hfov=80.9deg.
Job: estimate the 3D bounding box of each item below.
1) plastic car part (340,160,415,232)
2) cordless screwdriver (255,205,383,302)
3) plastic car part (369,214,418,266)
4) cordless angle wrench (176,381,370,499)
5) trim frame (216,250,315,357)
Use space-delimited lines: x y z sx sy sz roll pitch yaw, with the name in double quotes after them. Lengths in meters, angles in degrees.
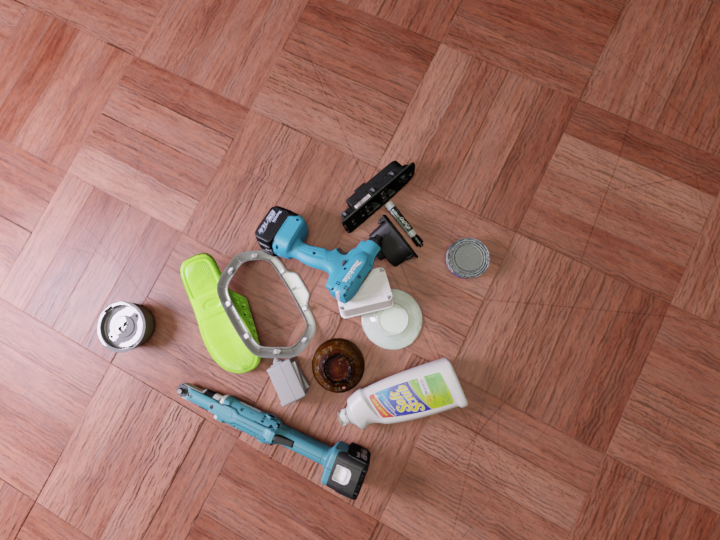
0.033 -0.171 0.927 0.203 0.063 0.070 -37 58 0 "plastic car part"
-0.087 -0.057 0.887 0.258 0.072 0.159 30 71 18 "cordless screwdriver"
0.062 -0.056 0.910 0.072 0.065 0.118 -35 85 14 "plastic car part"
-0.191 0.326 0.868 0.432 0.095 0.074 21 85 11 "cordless angle wrench"
-0.193 0.067 0.890 0.179 0.028 0.253 -26 78 -36 "trim frame"
